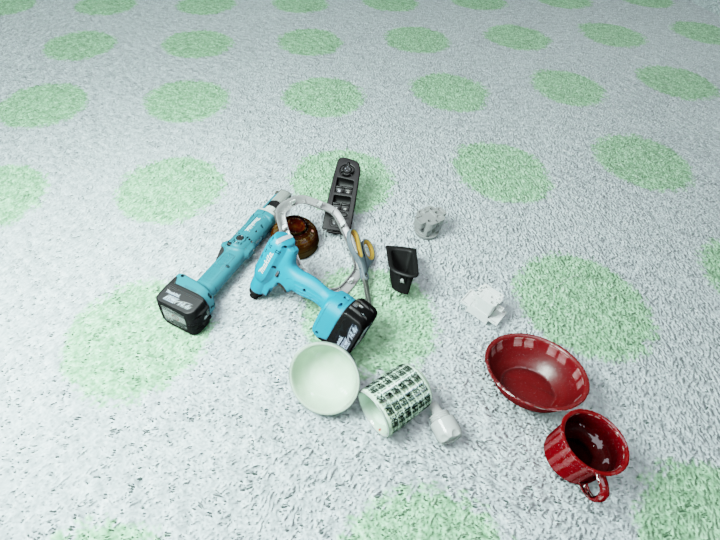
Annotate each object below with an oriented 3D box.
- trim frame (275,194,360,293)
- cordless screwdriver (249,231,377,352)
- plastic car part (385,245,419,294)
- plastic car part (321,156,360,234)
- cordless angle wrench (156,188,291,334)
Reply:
[{"bbox_3d":[-0.088,-0.057,0.899,0.177,0.028,0.255,-11,70,-31],"label":"trim frame"},{"bbox_3d":[-0.103,0.058,0.799,0.256,0.159,0.072,40,30,14],"label":"cordless screwdriver"},{"bbox_3d":[0.083,0.005,0.874,0.066,0.069,0.119,5,33,0],"label":"plastic car part"},{"bbox_3d":[-0.040,-0.175,1.016,0.068,0.065,0.205,6,73,10],"label":"plastic car part"},{"bbox_3d":[-0.262,-0.052,0.918,0.101,0.072,0.423,20,49,12],"label":"cordless angle wrench"}]
